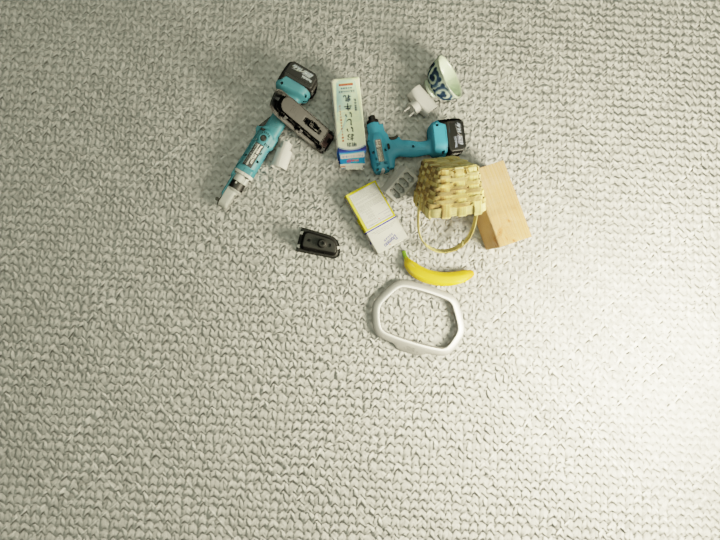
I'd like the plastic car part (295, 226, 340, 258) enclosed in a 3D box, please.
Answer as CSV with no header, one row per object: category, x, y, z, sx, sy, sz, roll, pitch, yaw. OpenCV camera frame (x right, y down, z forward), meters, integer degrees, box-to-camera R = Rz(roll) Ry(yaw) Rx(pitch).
plastic car part,-0.107,-0.070,1.095,0.117,0.070,0.066,14,88,2

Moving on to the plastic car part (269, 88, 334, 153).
plastic car part,-0.145,-0.378,1.080,0.193,0.070,0.066,34,94,-30

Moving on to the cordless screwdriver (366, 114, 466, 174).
cordless screwdriver,0.141,-0.354,1.123,0.249,0.074,0.160,-10,86,2

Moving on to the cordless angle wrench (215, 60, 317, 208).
cordless angle wrench,-0.255,-0.346,1.119,0.098,0.074,0.423,31,88,-1

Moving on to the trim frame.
trim frame,0.150,0.127,1.104,0.248,0.027,0.185,16,84,-1
